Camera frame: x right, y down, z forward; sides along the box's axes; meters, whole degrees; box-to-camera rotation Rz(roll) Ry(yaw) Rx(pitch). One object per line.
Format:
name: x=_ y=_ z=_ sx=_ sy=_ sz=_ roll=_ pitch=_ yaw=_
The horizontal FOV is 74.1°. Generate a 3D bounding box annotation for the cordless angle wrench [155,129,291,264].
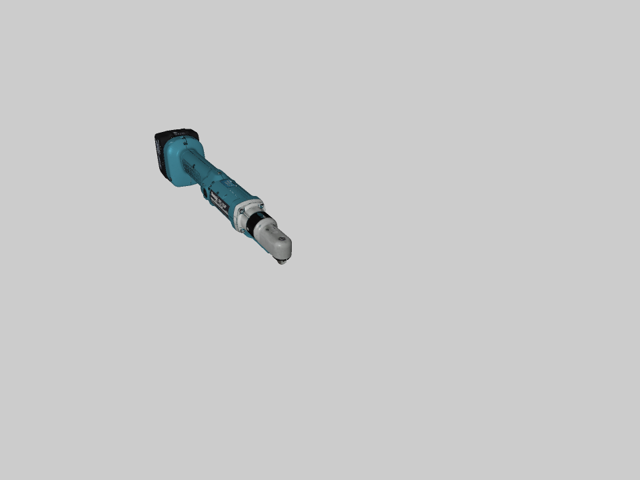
cordless angle wrench: x=-0.169 y=-0.083 z=0.711 sx=0.074 sy=0.098 sz=0.422 roll=-19 pitch=39 yaw=-32
